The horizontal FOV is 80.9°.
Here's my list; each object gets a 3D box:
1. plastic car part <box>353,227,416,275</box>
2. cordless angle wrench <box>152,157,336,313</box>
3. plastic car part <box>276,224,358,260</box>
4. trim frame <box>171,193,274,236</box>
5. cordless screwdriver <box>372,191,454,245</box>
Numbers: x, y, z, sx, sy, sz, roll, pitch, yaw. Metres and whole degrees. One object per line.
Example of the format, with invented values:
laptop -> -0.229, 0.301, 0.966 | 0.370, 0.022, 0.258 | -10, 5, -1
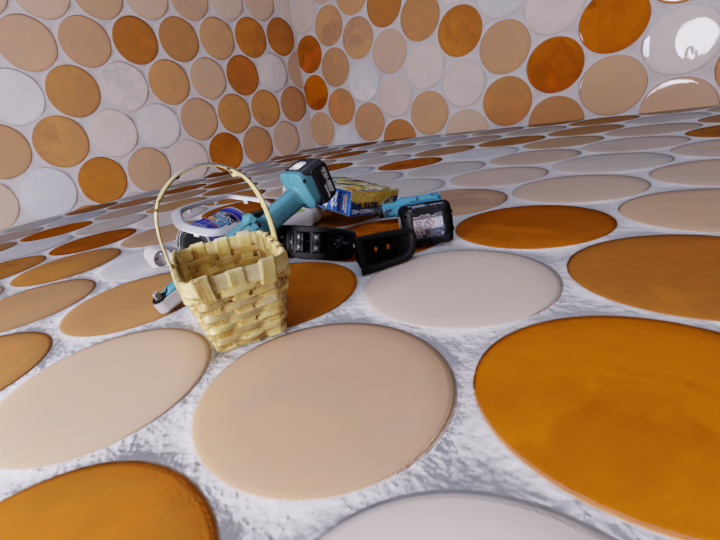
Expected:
plastic car part -> 0.035, -0.038, 0.753 | 0.113, 0.065, 0.073 | -15, 6, -22
cordless angle wrench -> -0.212, -0.069, 0.804 | 0.078, 0.093, 0.419 | 13, 49, 43
plastic car part -> -0.083, -0.054, 0.850 | 0.213, 0.066, 0.063 | 6, -1, 40
trim frame -> -0.284, -0.120, 0.906 | 0.193, 0.027, 0.242 | 20, 29, 26
cordless screwdriver -> 0.105, -0.116, 0.894 | 0.161, 0.073, 0.251 | -8, 17, 6
